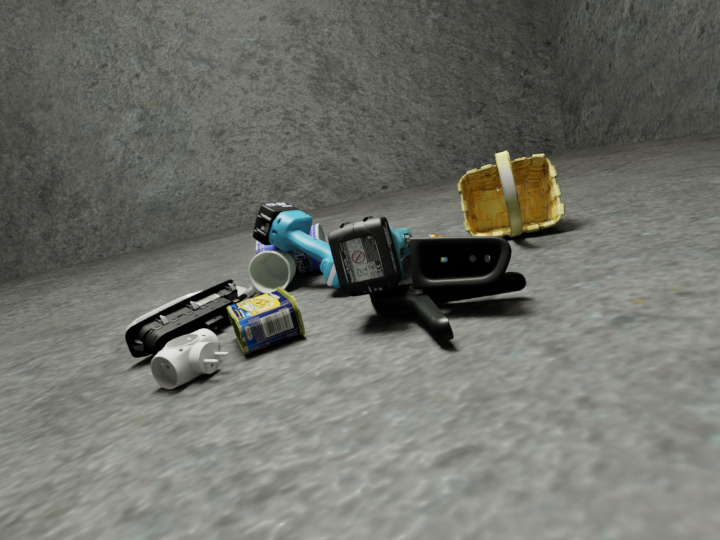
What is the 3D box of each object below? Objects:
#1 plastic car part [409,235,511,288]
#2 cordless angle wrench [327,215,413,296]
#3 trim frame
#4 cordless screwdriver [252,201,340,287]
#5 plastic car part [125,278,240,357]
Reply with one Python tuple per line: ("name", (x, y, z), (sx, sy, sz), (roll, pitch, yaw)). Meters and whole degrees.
("plastic car part", (0.128, -0.013, 0.534), (0.121, 0.066, 0.068), (-2, 3, 24))
("cordless angle wrench", (0.051, -0.041, 0.717), (0.076, 0.098, 0.414), (-15, 3, 16))
("trim frame", (-0.324, 0.075, 0.805), (0.191, 0.027, 0.243), (-7, 13, 24))
("cordless screwdriver", (-0.080, -0.052, 0.817), (0.262, 0.073, 0.153), (31, 24, 30))
("plastic car part", (-0.260, 0.083, 0.659), (0.070, 0.065, 0.196), (26, 32, 29))
